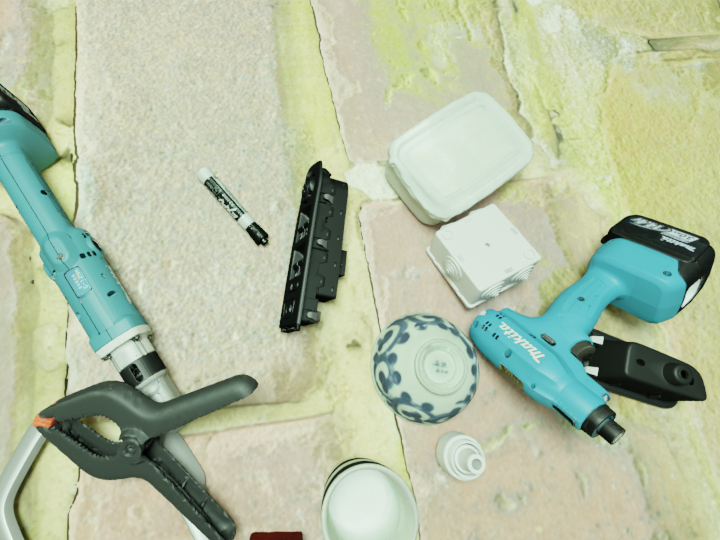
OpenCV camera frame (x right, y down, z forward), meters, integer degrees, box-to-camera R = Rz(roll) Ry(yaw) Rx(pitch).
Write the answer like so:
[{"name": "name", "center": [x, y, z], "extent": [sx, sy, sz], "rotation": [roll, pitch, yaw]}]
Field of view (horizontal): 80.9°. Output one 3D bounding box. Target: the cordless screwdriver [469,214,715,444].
[{"name": "cordless screwdriver", "center": [0.260, 0.051, 0.438], "extent": [0.246, 0.071, 0.168], "rotation": [-32, 43, -11]}]

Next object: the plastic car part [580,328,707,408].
[{"name": "plastic car part", "center": [0.315, 0.110, 0.461], "extent": [0.117, 0.070, 0.066], "rotation": [19, 76, 3]}]

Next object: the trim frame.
[{"name": "trim frame", "center": [-0.245, 0.241, 0.411], "extent": [0.183, 0.027, 0.254], "rotation": [-37, 78, -12]}]

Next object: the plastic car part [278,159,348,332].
[{"name": "plastic car part", "center": [-0.047, -0.031, 0.483], "extent": [0.065, 0.067, 0.206], "rotation": [7, 74, -15]}]

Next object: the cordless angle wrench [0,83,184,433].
[{"name": "cordless angle wrench", "center": [-0.304, -0.013, 0.449], "extent": [0.074, 0.097, 0.429], "rotation": [-35, 83, -11]}]
